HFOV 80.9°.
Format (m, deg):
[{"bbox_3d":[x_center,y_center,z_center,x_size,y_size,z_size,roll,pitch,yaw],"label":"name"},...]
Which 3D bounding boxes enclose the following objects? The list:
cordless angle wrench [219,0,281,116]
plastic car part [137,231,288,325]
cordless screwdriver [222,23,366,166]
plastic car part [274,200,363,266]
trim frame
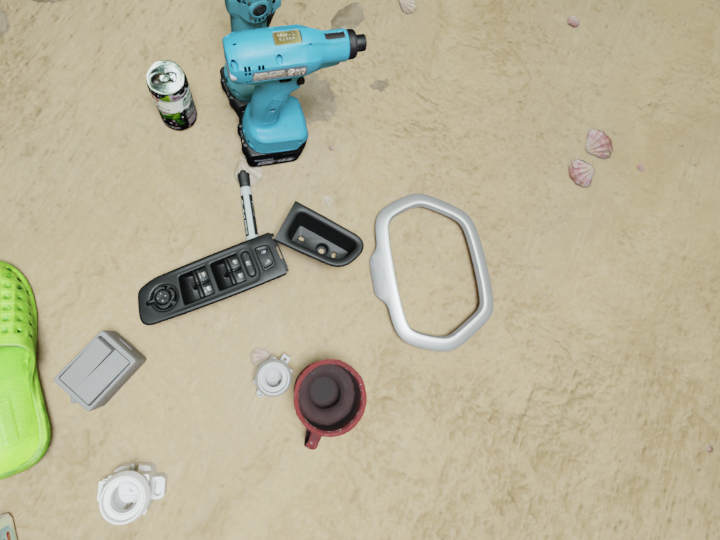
[{"bbox_3d":[-0.126,-0.322,0.490,0.096,0.425,0.075,-24,87,-16],"label":"cordless angle wrench"},{"bbox_3d":[-0.205,0.015,0.586,0.200,0.067,0.067,-22,84,-13],"label":"plastic car part"},{"bbox_3d":[-0.093,-0.227,0.563,0.156,0.250,0.075,-13,83,-14],"label":"cordless screwdriver"},{"bbox_3d":[-0.060,-0.039,0.616,0.116,0.071,0.066,28,75,-3],"label":"plastic car part"},{"bbox_3d":[0.108,-0.002,0.653,0.181,0.027,0.252,-8,78,-10],"label":"trim frame"}]
